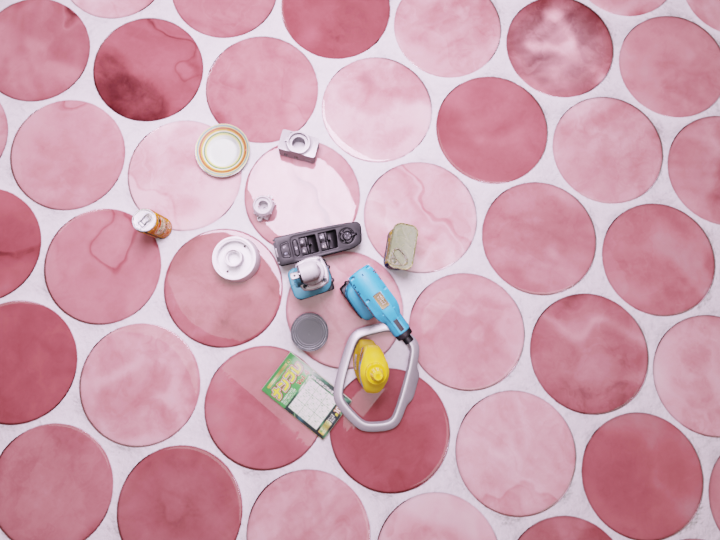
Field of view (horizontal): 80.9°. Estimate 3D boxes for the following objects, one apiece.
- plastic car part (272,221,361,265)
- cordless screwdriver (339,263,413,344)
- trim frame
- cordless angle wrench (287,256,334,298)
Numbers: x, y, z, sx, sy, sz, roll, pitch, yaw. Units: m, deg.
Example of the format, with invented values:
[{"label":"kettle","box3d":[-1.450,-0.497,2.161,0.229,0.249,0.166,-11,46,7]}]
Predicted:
[{"label":"plastic car part","box3d":[-0.095,-0.062,0.970,0.202,0.067,0.067,-14,86,-3]},{"label":"cordless screwdriver","box3d":[0.031,0.070,0.865,0.074,0.249,0.160,-36,89,-7]},{"label":"trim frame","box3d":[0.040,0.239,0.956,0.184,0.027,0.249,15,83,1]},{"label":"cordless angle wrench","box3d":[-0.092,0.011,0.783,0.097,0.423,0.075,-18,89,-7]}]
